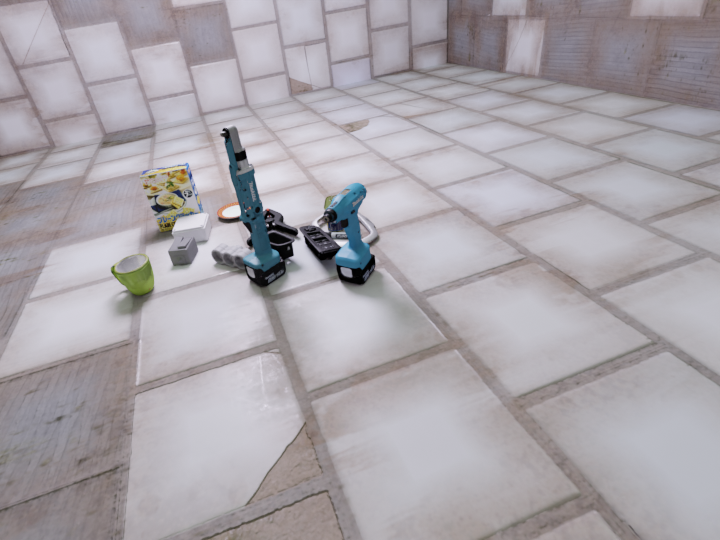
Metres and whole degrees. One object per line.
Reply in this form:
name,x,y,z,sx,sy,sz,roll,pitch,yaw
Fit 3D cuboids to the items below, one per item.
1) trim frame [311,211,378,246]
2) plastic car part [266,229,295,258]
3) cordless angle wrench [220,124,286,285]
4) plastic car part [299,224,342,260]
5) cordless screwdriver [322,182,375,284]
trim frame,-0.049,-0.134,1.318,0.181,0.026,0.262,-19,35,-15
plastic car part,-0.237,-0.066,1.227,0.123,0.068,0.064,23,44,39
cordless angle wrench,-0.276,-0.156,1.064,0.078,0.408,0.096,22,42,37
plastic car part,-0.119,-0.078,1.219,0.065,0.065,0.214,-19,35,-17
cordless screwdriver,-0.031,-0.075,1.038,0.078,0.240,0.157,12,37,27
